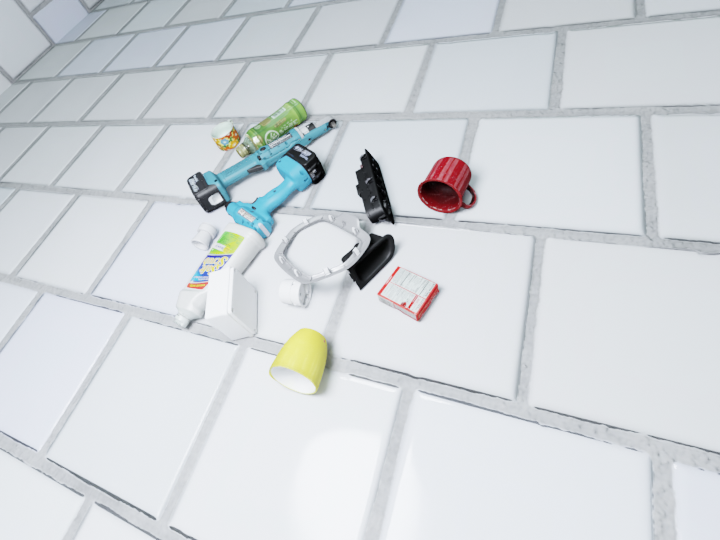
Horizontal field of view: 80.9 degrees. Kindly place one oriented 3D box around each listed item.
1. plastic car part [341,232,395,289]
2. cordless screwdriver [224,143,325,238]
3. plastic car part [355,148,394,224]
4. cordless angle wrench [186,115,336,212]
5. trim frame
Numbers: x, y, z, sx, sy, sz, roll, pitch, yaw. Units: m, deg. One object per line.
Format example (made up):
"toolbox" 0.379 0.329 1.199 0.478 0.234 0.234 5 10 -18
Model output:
"plastic car part" 0.009 -0.030 0.847 0.116 0.063 0.075 -45 41 -17
"cordless screwdriver" -0.215 -0.202 1.038 0.168 0.070 0.248 32 76 34
"plastic car part" 0.025 -0.179 0.938 0.068 0.063 0.211 -26 51 12
"cordless angle wrench" -0.250 -0.300 1.122 0.421 0.071 0.103 -32 52 -6
"trim frame" -0.086 -0.056 0.876 0.182 0.026 0.262 -39 35 -13
